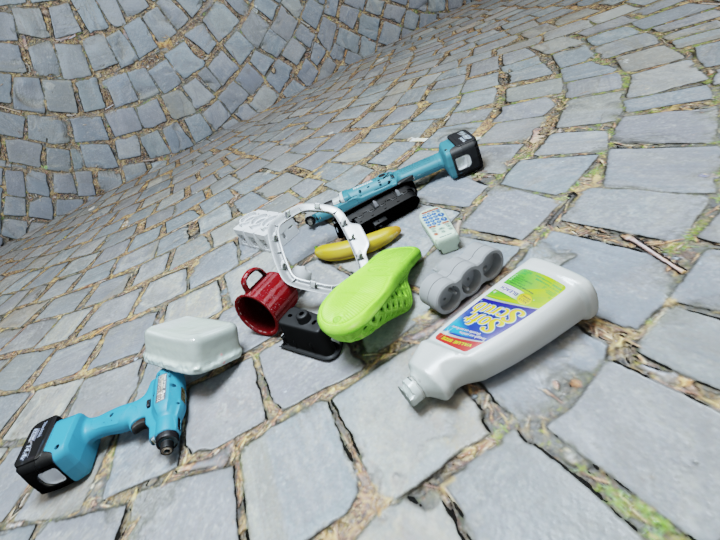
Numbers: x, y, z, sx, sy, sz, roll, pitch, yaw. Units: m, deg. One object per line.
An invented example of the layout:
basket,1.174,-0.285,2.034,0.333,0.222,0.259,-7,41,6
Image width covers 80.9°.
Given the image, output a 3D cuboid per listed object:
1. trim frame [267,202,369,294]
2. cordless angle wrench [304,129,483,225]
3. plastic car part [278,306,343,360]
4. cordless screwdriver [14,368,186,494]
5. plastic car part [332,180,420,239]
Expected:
trim frame,-0.079,-0.052,0.806,0.180,0.027,0.261,-11,47,-15
cordless angle wrench,0.061,-0.199,0.988,0.428,0.071,0.101,-22,31,11
plastic car part,-0.085,0.092,0.673,0.122,0.068,0.065,5,43,43
cordless screwdriver,-0.387,0.257,0.648,0.247,0.071,0.167,-25,32,-6
plastic car part,0.044,-0.125,0.900,0.201,0.063,0.071,-32,42,-9
